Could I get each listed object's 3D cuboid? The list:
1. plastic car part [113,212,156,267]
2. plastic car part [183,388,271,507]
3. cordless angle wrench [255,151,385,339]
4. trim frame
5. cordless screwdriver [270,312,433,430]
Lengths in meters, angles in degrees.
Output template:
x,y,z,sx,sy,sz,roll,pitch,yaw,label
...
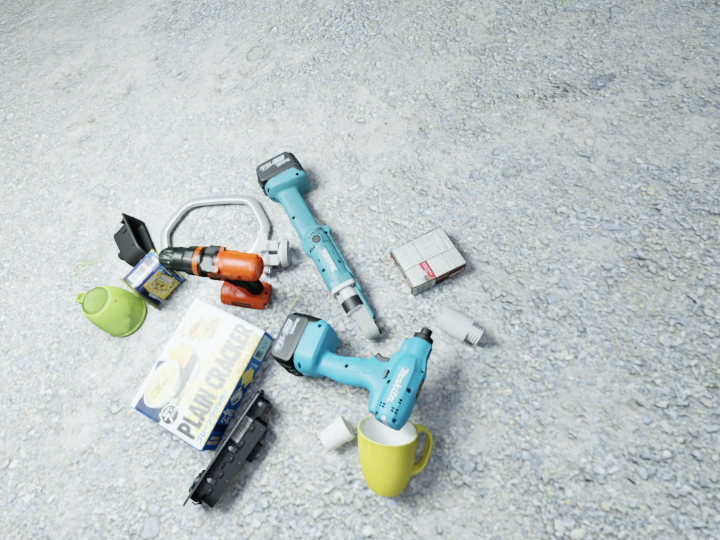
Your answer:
x,y,z,sx,sy,sz,roll,pitch,yaw,label
-0.495,-0.054,0.914,0.071,0.063,0.121,-35,67,9,plastic car part
-0.208,0.298,0.695,0.067,0.067,0.202,39,74,-5,plastic car part
-0.081,-0.053,0.829,0.097,0.072,0.440,-29,66,-5,cordless angle wrench
-0.314,-0.081,0.907,0.252,0.026,0.189,-3,64,7,trim frame
-0.014,0.133,0.694,0.261,0.070,0.159,16,64,30,cordless screwdriver
